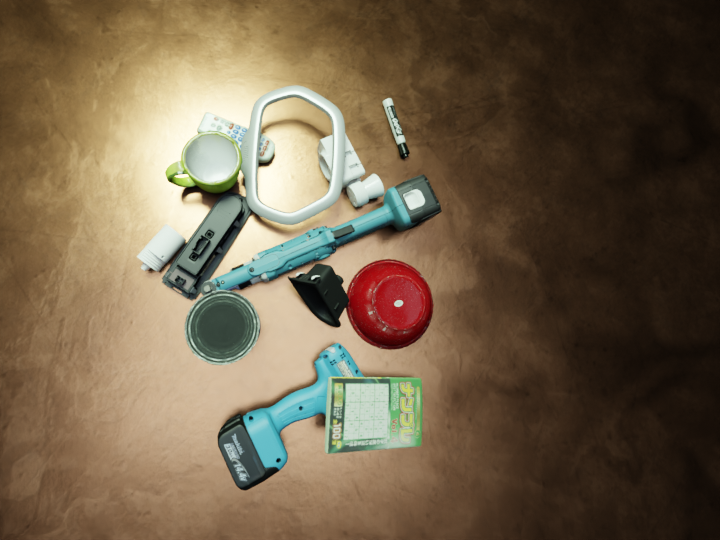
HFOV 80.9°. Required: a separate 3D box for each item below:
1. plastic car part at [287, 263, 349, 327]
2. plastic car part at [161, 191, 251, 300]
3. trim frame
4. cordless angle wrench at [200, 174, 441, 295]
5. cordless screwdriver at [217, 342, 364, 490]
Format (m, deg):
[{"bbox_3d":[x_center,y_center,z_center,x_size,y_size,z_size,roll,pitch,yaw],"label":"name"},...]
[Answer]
[{"bbox_3d":[-0.057,0.033,0.711,0.071,0.069,0.111,-54,132,-27],"label":"plastic car part"},{"bbox_3d":[-0.257,-0.054,0.713,0.067,0.066,0.203,30,74,3],"label":"plastic car part"},{"bbox_3d":[-0.119,-0.201,0.733,0.185,0.027,0.249,2,86,2],"label":"trim frame"},{"bbox_3d":[-0.071,-0.046,0.726,0.420,0.098,0.075,-24,86,-7],"label":"cordless angle wrench"},{"bbox_3d":[-0.089,0.247,0.669,0.245,0.075,0.160,-32,86,-16],"label":"cordless screwdriver"}]
